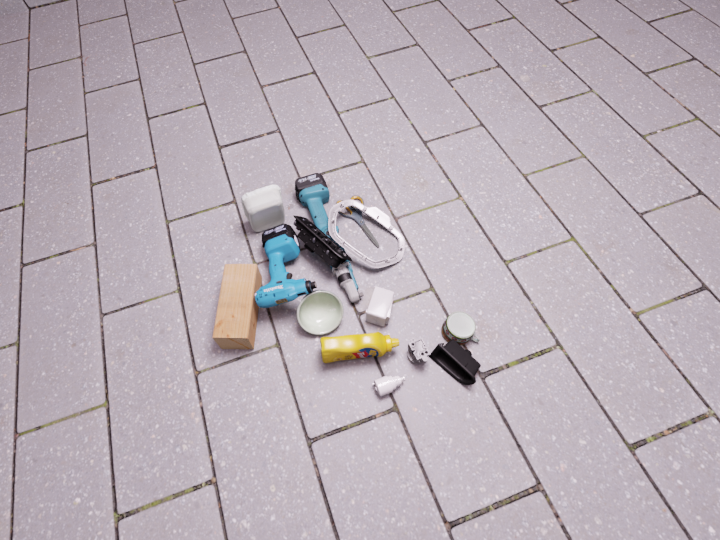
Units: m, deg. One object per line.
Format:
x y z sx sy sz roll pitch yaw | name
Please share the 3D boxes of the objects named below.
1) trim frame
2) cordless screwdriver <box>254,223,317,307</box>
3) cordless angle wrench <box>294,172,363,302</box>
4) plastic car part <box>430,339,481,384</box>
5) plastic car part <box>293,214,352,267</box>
0.018 -0.110 1.212 0.252 0.027 0.183 35 56 7 | trim frame
-0.196 -0.019 1.134 0.162 0.071 0.258 -17 46 11 | cordless screwdriver
-0.090 -0.097 1.226 0.097 0.072 0.440 -18 63 -8 | cordless angle wrench
0.239 0.216 1.030 0.121 0.065 0.070 39 54 18 | plastic car part
-0.113 -0.074 1.157 0.212 0.063 0.067 37 97 25 | plastic car part
